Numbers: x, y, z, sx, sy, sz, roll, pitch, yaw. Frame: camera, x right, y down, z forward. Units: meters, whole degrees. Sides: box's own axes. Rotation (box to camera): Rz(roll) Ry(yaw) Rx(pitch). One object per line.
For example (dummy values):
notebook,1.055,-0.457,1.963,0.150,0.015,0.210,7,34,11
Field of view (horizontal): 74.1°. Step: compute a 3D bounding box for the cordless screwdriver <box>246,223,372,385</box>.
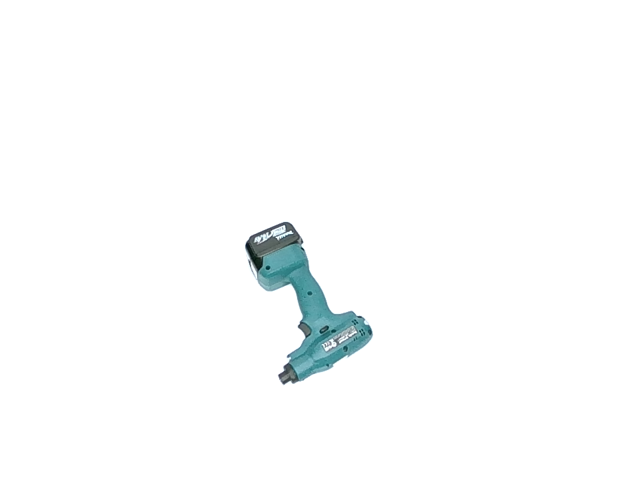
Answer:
cordless screwdriver,-0.047,0.101,0.695,0.158,0.249,0.074,-28,-25,-18
